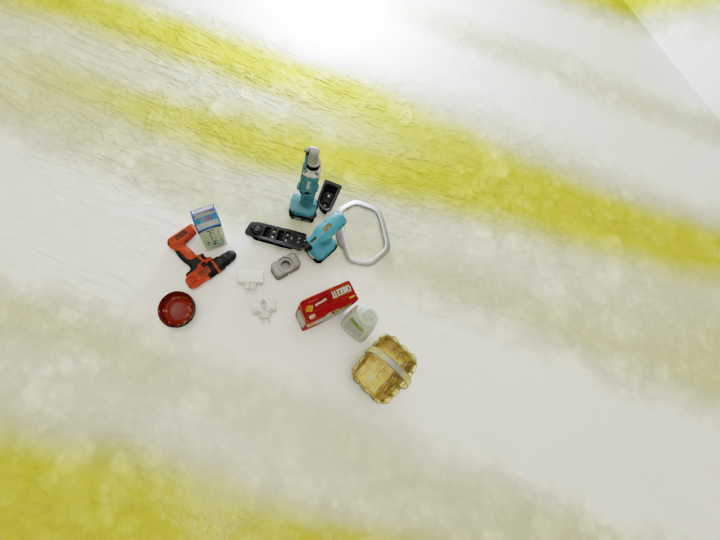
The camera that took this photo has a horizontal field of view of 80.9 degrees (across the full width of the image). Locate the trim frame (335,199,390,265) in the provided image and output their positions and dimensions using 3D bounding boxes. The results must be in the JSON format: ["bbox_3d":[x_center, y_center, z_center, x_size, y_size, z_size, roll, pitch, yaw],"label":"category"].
[{"bbox_3d":[0.004,-0.133,1.481,0.181,0.027,0.254,-10,73,-10],"label":"trim frame"}]

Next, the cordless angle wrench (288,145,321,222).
[{"bbox_3d":[-0.160,-0.260,1.296,0.097,0.422,0.075,14,73,-8],"label":"cordless angle wrench"}]

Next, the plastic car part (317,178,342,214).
[{"bbox_3d":[-0.118,-0.248,1.482,0.066,0.070,0.117,21,71,-3],"label":"plastic car part"}]

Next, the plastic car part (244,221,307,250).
[{"bbox_3d":[-0.285,-0.114,1.420,0.202,0.066,0.067,16,72,-2],"label":"plastic car part"}]

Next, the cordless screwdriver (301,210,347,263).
[{"bbox_3d":[-0.130,-0.085,1.333,0.158,0.248,0.075,-42,87,-18],"label":"cordless screwdriver"}]
